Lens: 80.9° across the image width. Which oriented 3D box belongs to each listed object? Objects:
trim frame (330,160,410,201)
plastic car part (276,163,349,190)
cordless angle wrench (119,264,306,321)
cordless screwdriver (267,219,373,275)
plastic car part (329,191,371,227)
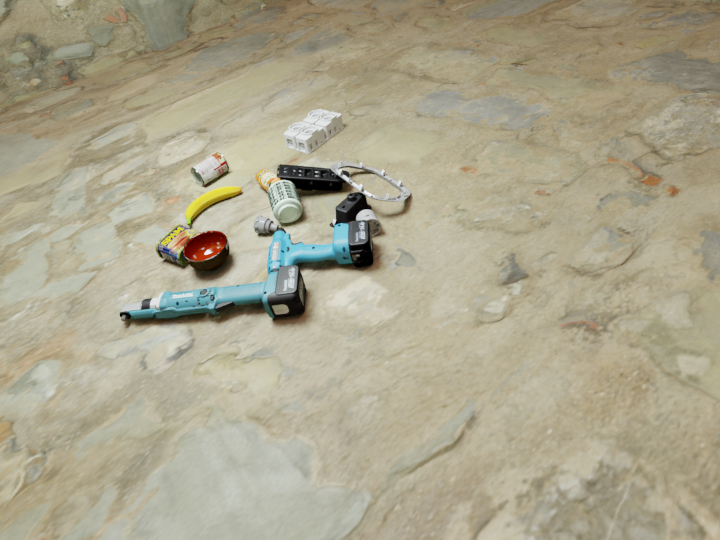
[{"bbox_3d":[0.025,-0.244,1.136,0.177,0.027,0.263,-11,40,-33],"label":"trim frame"},{"bbox_3d":[-0.132,-0.254,1.185,0.203,0.065,0.068,0,36,-1],"label":"plastic car part"},{"bbox_3d":[-0.334,0.066,0.931,0.429,0.071,0.101,-7,44,9],"label":"cordless angle wrench"},{"bbox_3d":[-0.098,-0.064,1.001,0.252,0.071,0.165,-11,44,7],"label":"cordless screwdriver"},{"bbox_3d":[-0.024,-0.161,1.079,0.069,0.068,0.115,24,58,30],"label":"plastic car part"}]
